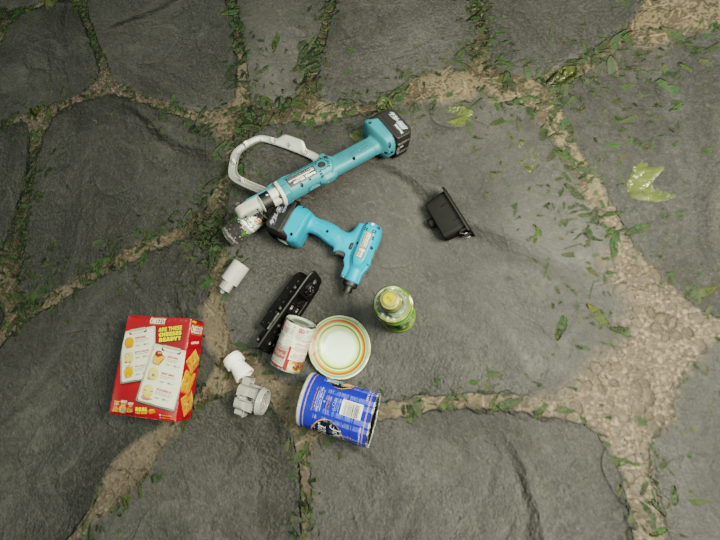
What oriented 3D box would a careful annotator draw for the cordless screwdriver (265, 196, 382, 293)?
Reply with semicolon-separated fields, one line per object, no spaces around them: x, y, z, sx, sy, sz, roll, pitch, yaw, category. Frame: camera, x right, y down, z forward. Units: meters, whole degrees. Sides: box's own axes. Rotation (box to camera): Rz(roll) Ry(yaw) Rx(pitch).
-0.092;-0.060;0.940;0.256;0.072;0.160;20;78;14;cordless screwdriver

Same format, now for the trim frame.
-0.211;-0.261;1.031;0.259;0.026;0.184;23;63;22;trim frame

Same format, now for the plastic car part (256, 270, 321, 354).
-0.160;0.083;0.925;0.203;0.062;0.071;-52;46;-4;plastic car part

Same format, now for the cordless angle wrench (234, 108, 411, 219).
-0.085;-0.222;0.937;0.419;0.072;0.101;-31;69;-10;cordless angle wrench

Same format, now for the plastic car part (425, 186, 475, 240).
0.181;-0.111;0.899;0.072;0.063;0.121;-35;66;16;plastic car part
